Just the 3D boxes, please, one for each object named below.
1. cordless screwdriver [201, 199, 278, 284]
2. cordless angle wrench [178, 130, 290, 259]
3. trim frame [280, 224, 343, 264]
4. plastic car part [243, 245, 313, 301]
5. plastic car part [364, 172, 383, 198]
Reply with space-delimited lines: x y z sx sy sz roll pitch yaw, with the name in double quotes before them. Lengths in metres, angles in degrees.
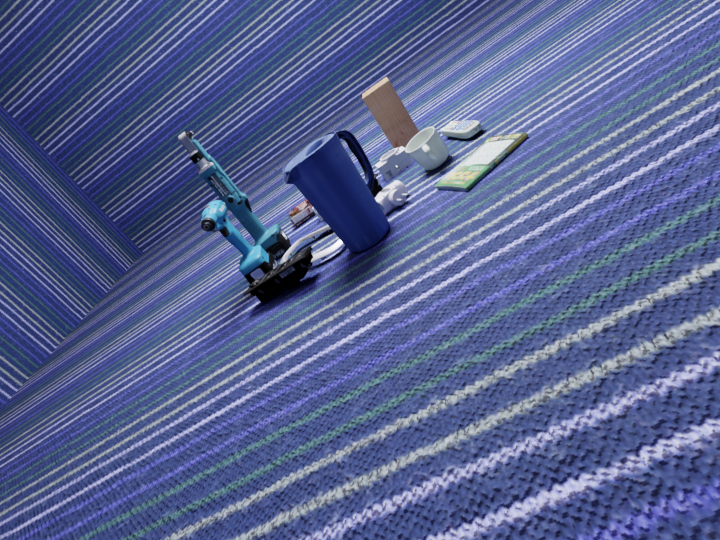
"cordless screwdriver" -0.308 -0.059 1.065 0.075 0.240 0.164 -34 21 7
"cordless angle wrench" -0.354 -0.201 1.171 0.098 0.408 0.076 -34 20 8
"trim frame" -0.104 -0.068 1.064 0.255 0.026 0.186 -23 28 29
"plastic car part" -0.184 0.017 0.977 0.207 0.065 0.067 -26 25 25
"plastic car part" 0.010 -0.183 1.060 0.119 0.068 0.067 -26 24 24
